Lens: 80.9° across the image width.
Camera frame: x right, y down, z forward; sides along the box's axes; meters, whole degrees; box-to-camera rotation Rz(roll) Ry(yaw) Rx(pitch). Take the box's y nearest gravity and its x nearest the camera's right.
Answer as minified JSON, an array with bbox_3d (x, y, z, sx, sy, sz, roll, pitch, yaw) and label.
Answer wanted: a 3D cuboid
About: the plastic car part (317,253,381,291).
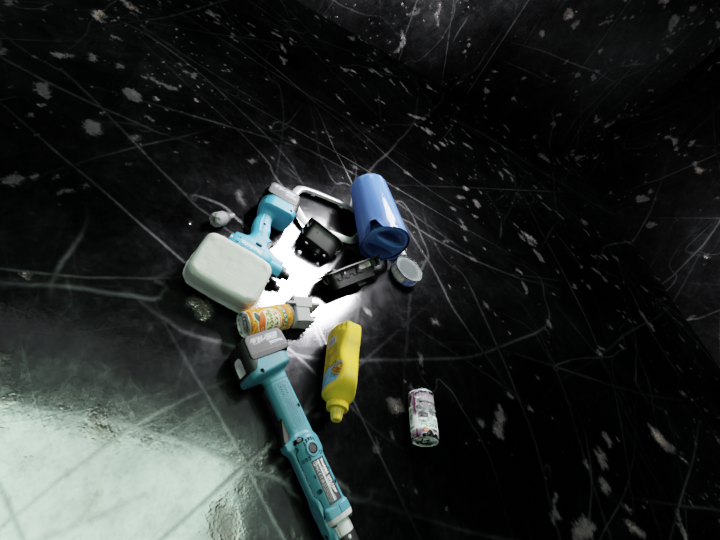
[{"bbox_3d":[-0.024,0.011,1.056,0.195,0.069,0.067,-14,89,-45],"label":"plastic car part"}]

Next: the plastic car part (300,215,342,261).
[{"bbox_3d":[-0.105,-0.069,1.075,0.116,0.067,0.071,39,54,-4],"label":"plastic car part"}]

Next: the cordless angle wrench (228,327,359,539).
[{"bbox_3d":[-0.095,0.304,0.709,0.094,0.075,0.438,-10,61,-43],"label":"cordless angle wrench"}]

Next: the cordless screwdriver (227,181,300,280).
[{"bbox_3d":[-0.206,-0.092,1.008,0.156,0.075,0.252,30,44,-11],"label":"cordless screwdriver"}]

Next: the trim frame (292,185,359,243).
[{"bbox_3d":[-0.090,-0.158,1.193,0.240,0.027,0.190,18,44,-20],"label":"trim frame"}]
